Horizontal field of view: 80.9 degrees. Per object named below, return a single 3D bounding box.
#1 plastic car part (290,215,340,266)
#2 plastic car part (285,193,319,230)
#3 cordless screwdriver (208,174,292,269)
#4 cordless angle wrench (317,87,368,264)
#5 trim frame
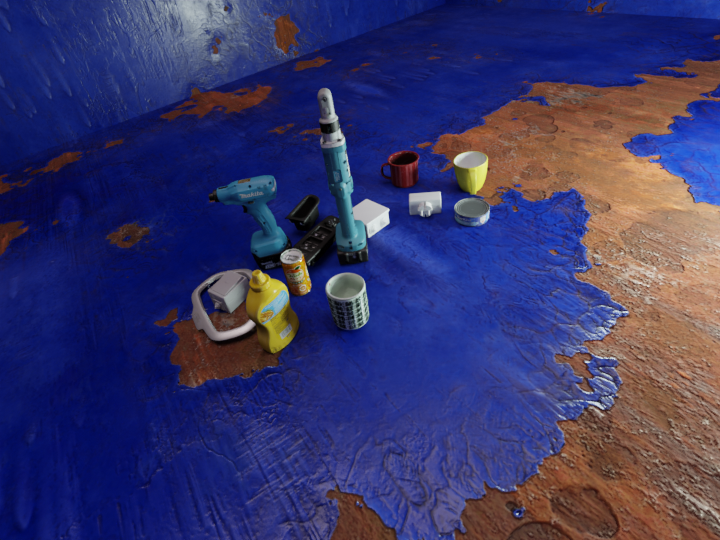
[{"bbox_3d":[-0.106,-0.069,1.086,0.069,0.064,0.202,14,47,27],"label":"plastic car part"},{"bbox_3d":[-0.149,-0.154,1.192,0.069,0.068,0.116,12,46,26],"label":"plastic car part"},{"bbox_3d":[-0.263,-0.114,1.047,0.160,0.239,0.077,-9,40,3],"label":"cordless screwdriver"},{"bbox_3d":[-0.045,-0.195,0.949,0.075,0.406,0.101,-6,40,5],"label":"cordless angle wrench"},{"bbox_3d":[-0.315,0.075,1.011,0.181,0.026,0.263,-30,43,-17],"label":"trim frame"}]
